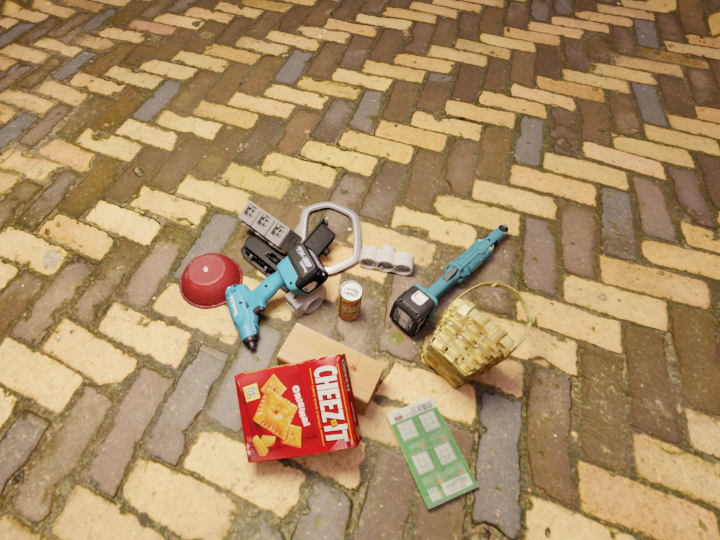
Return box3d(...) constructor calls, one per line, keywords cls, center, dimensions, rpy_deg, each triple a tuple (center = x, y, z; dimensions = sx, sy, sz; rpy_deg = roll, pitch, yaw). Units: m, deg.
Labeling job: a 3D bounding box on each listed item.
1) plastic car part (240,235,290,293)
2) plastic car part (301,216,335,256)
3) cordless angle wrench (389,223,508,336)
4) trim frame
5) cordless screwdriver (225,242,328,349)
box3d(cls="plastic car part", center=(-0.232, -0.024, 1.082), dimensions=(0.212, 0.064, 0.066), rpy_deg=(34, 68, 24))
box3d(cls="plastic car part", center=(-0.107, -0.070, 1.090), dimensions=(0.072, 0.065, 0.116), rpy_deg=(33, 63, 3))
box3d(cls="cordless angle wrench", center=(0.242, 0.001, 1.049), dimensions=(0.415, 0.095, 0.078), rpy_deg=(-37, 65, -28))
box3d(cls="trim frame", center=(-0.090, -0.093, 1.149), dimensions=(0.184, 0.027, 0.256), rpy_deg=(-1, 56, -1))
box3d(cls="cordless screwdriver", center=(-0.191, 0.059, 0.965), dimensions=(0.251, 0.070, 0.166), rpy_deg=(-32, 61, 12))
